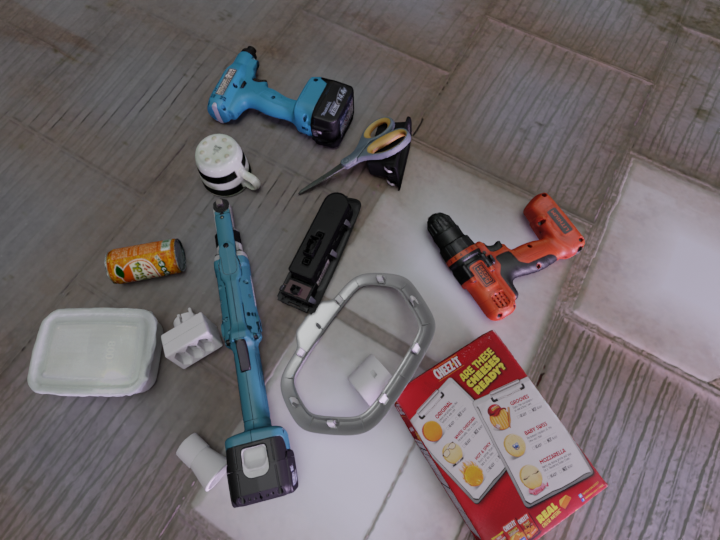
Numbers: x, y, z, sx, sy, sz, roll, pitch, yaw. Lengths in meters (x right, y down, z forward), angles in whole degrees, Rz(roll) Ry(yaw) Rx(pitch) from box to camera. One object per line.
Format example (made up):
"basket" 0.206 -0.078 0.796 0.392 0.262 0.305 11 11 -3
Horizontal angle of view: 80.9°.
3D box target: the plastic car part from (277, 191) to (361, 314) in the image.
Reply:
"plastic car part" -0.064 -0.042 0.650 0.069 0.064 0.204 16 67 22

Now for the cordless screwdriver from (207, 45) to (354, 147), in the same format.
"cordless screwdriver" -0.132 -0.316 0.748 0.254 0.072 0.160 16 71 11

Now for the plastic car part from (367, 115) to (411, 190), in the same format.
"plastic car part" 0.043 -0.202 0.711 0.073 0.063 0.118 5 66 16

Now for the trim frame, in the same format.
"trim frame" -0.010 0.103 0.577 0.195 0.026 0.248 23 71 40

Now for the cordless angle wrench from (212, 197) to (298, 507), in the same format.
"cordless angle wrench" -0.168 0.082 0.597 0.074 0.095 0.437 -13 66 -7
